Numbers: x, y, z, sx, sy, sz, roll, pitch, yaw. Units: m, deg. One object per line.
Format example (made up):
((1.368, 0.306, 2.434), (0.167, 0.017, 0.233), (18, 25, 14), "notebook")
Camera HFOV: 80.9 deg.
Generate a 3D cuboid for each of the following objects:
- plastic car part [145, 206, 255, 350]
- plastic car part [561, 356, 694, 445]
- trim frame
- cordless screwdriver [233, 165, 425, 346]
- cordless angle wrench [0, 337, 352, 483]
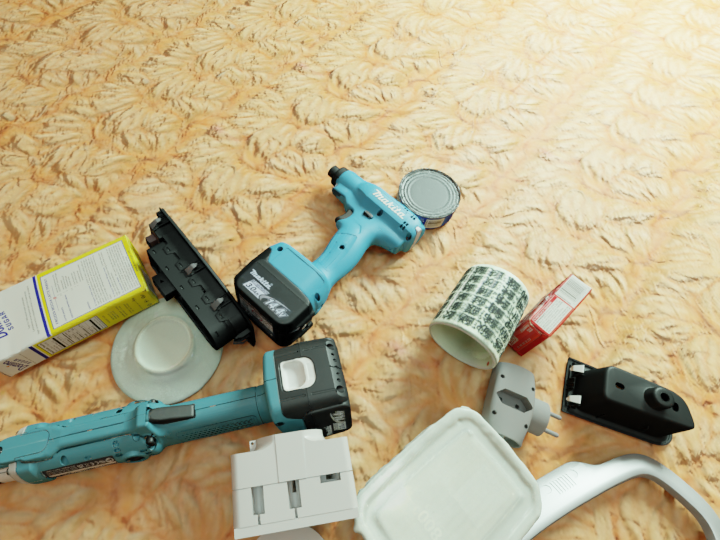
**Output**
((-0.199, 0.017, 0.501), (0.209, 0.065, 0.065), (42, 50, 16), "plastic car part")
((0.294, 0.139, 0.454), (0.119, 0.069, 0.066), (19, 64, 10), "plastic car part")
((0.242, 0.285, 0.398), (0.245, 0.027, 0.191), (-23, 66, -12), "trim frame")
((-0.053, -0.034, 0.539), (0.245, 0.073, 0.165), (-39, 70, -25), "cordless screwdriver")
((-0.222, 0.160, 0.423), (0.421, 0.094, 0.077), (-12, 53, -3), "cordless angle wrench")
